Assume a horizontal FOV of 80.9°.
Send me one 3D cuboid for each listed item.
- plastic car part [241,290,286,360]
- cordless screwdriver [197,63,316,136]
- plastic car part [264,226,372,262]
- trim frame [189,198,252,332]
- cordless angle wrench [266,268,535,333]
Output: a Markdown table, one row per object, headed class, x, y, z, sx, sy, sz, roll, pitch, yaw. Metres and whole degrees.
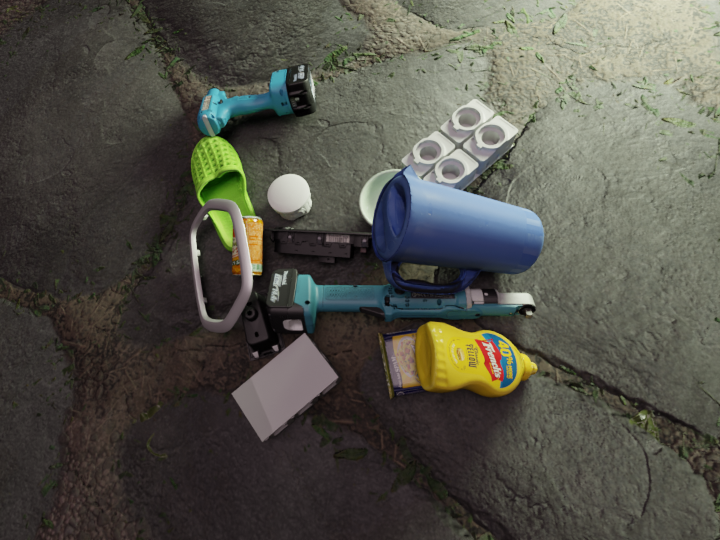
| class | x | y | z | sx | sy | sz | roll | pitch | yaw |
| --- | --- | --- | --- | --- | --- | --- | --- | --- | --- |
| plastic car part | -0.180 | 0.088 | 0.731 | 0.066 | 0.069 | 0.120 | -18 | 72 | -2 |
| cordless screwdriver | -0.221 | -0.370 | 0.897 | 0.251 | 0.071 | 0.165 | -13 | 48 | 5 |
| plastic car part | -0.075 | -0.049 | 0.770 | 0.207 | 0.065 | 0.066 | 8 | 99 | 12 |
| trim frame | -0.255 | -0.013 | 0.754 | 0.189 | 0.026 | 0.255 | -28 | 69 | 34 |
| cordless angle wrench | 0.062 | 0.051 | 0.694 | 0.427 | 0.071 | 0.100 | 0 | 47 | 6 |
